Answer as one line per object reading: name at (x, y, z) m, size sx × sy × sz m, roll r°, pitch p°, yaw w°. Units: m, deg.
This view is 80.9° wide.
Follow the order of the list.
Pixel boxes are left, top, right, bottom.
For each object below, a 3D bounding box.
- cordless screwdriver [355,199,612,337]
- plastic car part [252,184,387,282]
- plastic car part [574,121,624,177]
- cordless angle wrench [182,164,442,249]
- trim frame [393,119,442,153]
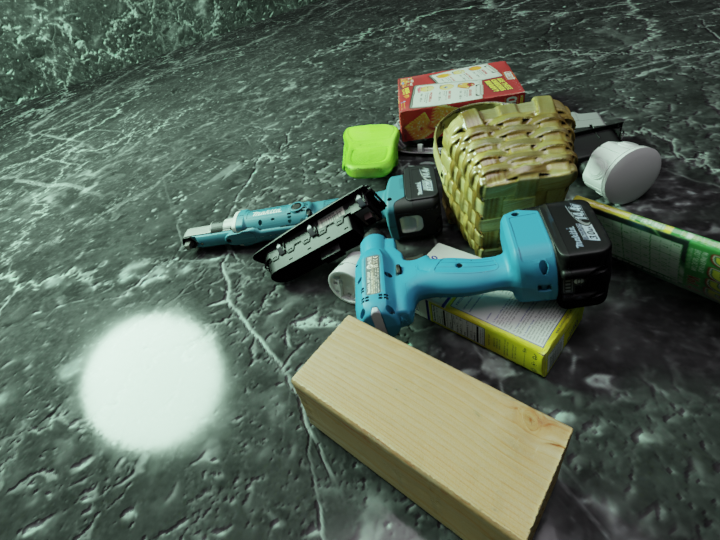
cordless screwdriver at (0.115, -0.016, 0.465) m, size 0.253 × 0.071 × 0.164 m, roll -13°, pitch 40°, yaw 13°
plastic car part at (-0.057, -0.038, 0.587) m, size 0.207 × 0.063 × 0.069 m, roll -24°, pitch 66°, yaw 23°
plastic car part at (0.335, -0.167, 0.629) m, size 0.118 × 0.063 × 0.073 m, roll -11°, pitch 41°, yaw 10°
cordless angle wrench at (-0.093, -0.081, 0.673) m, size 0.432 × 0.071 × 0.100 m, roll -7°, pitch 44°, yaw 14°
trim frame at (0.173, -0.280, 0.837) m, size 0.259 × 0.026 × 0.184 m, roll 6°, pitch 45°, yaw 25°
